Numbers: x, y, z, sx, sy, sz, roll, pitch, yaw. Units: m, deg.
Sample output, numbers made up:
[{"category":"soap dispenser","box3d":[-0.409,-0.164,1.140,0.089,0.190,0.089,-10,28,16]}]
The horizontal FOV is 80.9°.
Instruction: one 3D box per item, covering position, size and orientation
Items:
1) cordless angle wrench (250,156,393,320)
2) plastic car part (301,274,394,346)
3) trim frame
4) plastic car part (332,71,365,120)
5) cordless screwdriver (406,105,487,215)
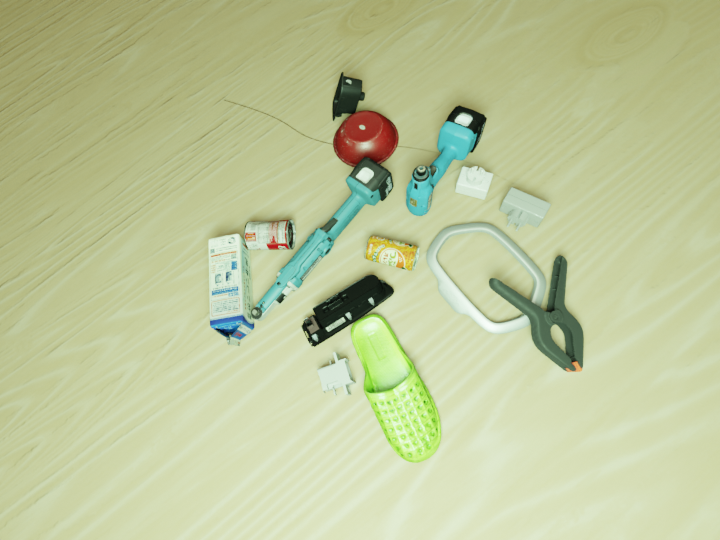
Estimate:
[{"category":"cordless angle wrench","box3d":[-0.090,-0.059,0.917,0.077,0.094,0.422,38,84,19]},{"category":"plastic car part","box3d":[-0.031,0.068,0.859,0.202,0.064,0.070,-29,37,-6]},{"category":"trim frame","box3d":[0.248,0.008,0.850,0.183,0.026,0.258,-36,68,-5]},{"category":"plastic car part","box3d":[-0.027,-0.427,1.040,0.069,0.117,0.067,5,69,-16]},{"category":"cordless screwdriver","box3d":[0.176,-0.245,0.895,0.077,0.154,0.248,30,75,16]}]
